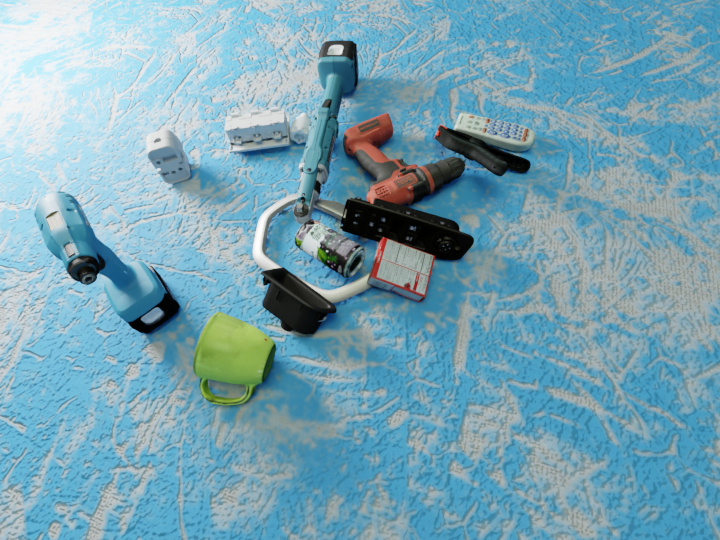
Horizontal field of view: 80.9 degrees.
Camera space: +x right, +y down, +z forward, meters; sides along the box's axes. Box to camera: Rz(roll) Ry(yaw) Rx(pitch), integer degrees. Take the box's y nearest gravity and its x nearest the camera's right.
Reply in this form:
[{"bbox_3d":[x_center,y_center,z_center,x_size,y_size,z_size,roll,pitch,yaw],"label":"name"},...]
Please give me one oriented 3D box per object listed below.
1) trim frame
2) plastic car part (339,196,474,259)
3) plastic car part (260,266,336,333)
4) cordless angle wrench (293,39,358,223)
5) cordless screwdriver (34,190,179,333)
[{"bbox_3d":[-0.070,-0.046,0.713,0.259,0.026,0.184,26,68,24],"label":"trim frame"},{"bbox_3d":[0.074,-0.070,0.674,0.206,0.065,0.067,19,35,8],"label":"plastic car part"},{"bbox_3d":[-0.103,0.055,0.638,0.121,0.064,0.071,37,108,18],"label":"plastic car part"},{"bbox_3d":[-0.070,-0.268,0.802,0.076,0.094,0.431,4,62,8],"label":"cordless angle wrench"},{"bbox_3d":[-0.343,0.012,0.596,0.074,0.238,0.167,-36,58,-15],"label":"cordless screwdriver"}]
